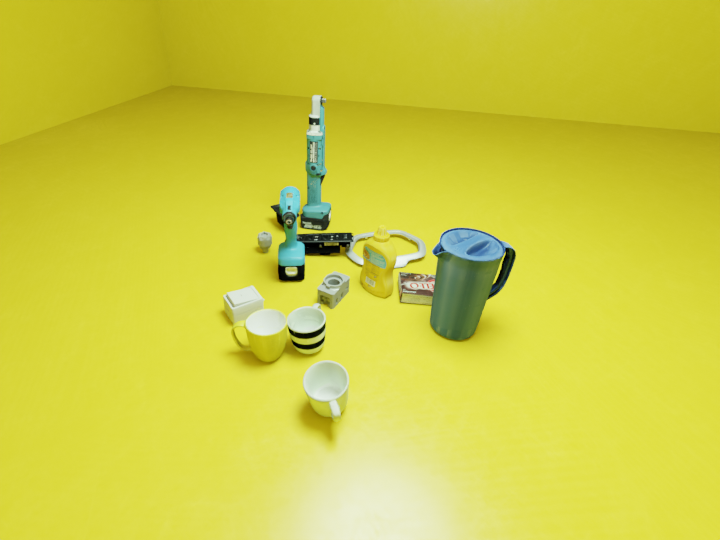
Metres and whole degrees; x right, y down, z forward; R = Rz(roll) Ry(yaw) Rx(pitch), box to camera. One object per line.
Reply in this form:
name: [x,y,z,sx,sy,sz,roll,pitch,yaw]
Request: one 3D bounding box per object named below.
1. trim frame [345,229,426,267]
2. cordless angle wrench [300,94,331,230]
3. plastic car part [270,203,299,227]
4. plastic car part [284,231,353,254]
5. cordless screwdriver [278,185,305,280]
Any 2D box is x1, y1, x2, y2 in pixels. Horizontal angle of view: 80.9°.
trim frame: [0.075,-0.068,1.280,0.244,0.027,0.193,-8,36,-12]
cordless angle wrench: [-0.138,-0.325,1.310,0.100,0.411,0.075,9,34,7]
plastic car part: [-0.243,-0.168,1.382,0.064,0.069,0.123,-16,38,-25]
plastic car part: [-0.123,-0.081,1.262,0.204,0.065,0.068,3,34,2]
cordless screwdriver: [-0.182,-0.079,1.103,0.074,0.242,0.165,-1,34,-7]
